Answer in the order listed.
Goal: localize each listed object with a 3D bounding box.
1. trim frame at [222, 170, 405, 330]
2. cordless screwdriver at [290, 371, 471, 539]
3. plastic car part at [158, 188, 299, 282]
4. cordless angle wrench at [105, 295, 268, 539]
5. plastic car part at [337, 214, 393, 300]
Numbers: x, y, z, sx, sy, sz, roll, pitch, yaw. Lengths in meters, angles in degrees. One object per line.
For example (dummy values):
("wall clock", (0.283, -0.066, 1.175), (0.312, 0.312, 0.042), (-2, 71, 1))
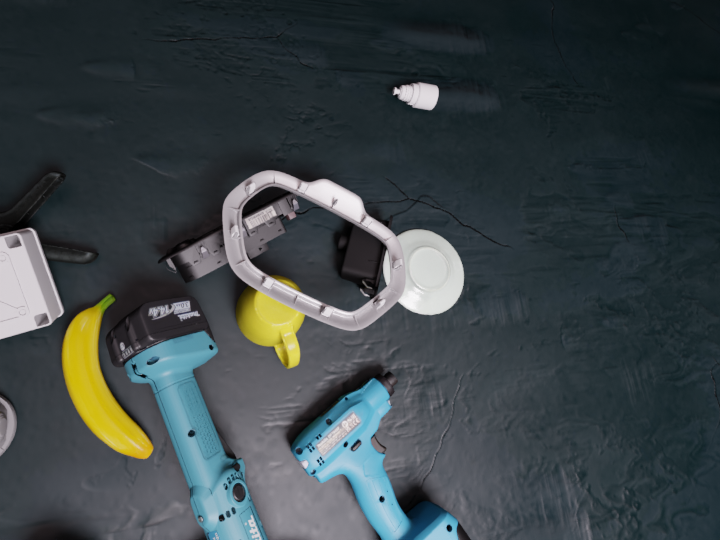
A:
("trim frame", (-0.051, -0.033, 0.519), (0.245, 0.027, 0.186), (26, 56, -7))
("cordless screwdriver", (0.048, 0.262, 0.515), (0.157, 0.074, 0.253), (-36, 82, -21))
("plastic car part", (-0.166, -0.043, 0.563), (0.199, 0.069, 0.065), (-27, 110, -21))
("cordless angle wrench", (-0.141, 0.232, 0.435), (0.075, 0.094, 0.433), (-35, 74, 25))
("plastic car part", (0.002, -0.027, 0.600), (0.071, 0.065, 0.118), (10, 68, 1))
